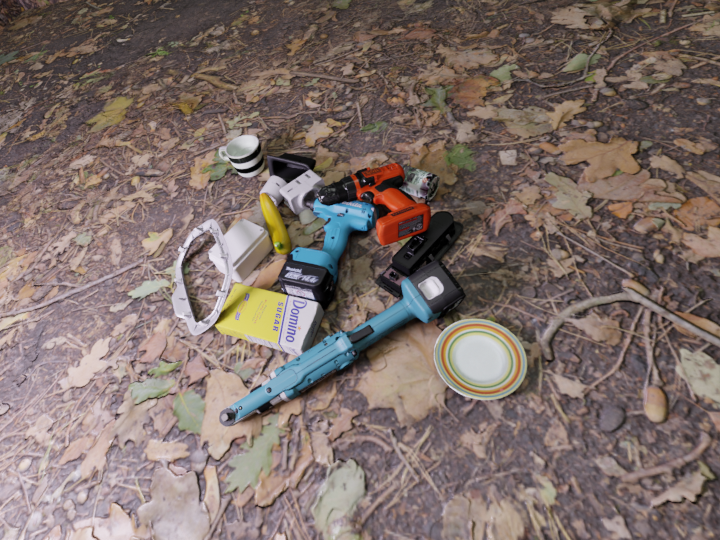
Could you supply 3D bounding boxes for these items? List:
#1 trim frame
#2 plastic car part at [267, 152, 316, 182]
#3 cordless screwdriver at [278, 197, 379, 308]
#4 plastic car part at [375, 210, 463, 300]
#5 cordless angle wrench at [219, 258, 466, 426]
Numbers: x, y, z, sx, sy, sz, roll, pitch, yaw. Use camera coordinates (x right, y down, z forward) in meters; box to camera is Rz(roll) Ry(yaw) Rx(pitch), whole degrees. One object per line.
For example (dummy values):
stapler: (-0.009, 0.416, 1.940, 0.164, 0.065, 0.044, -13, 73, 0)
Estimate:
trim frame: (-0.313, 0.007, 0.822, 0.185, 0.026, 0.262, -51, 49, 19)
plastic car part: (-0.156, -0.250, 1.012, 0.121, 0.064, 0.071, 13, 43, 19)
cordless screwdriver: (-0.081, -0.053, 0.830, 0.166, 0.071, 0.249, 14, 54, 23)
plastic car part: (0.112, -0.042, 0.780, 0.070, 0.064, 0.201, 29, 62, 37)
cordless angle wrench: (-0.034, 0.127, 0.674, 0.421, 0.095, 0.077, -31, 71, -4)
